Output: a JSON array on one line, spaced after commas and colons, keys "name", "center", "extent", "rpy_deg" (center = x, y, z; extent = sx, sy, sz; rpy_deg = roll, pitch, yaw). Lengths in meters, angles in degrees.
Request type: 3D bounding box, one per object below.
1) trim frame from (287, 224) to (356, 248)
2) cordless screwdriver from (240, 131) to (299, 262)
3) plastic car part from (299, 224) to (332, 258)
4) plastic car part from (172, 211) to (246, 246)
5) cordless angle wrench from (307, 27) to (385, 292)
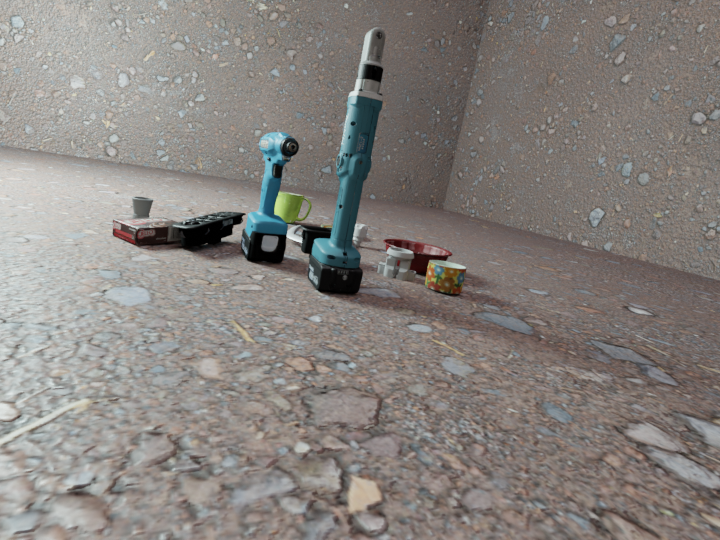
[{"name": "trim frame", "center": [-0.101, -0.085, 1.114], "extent": [0.184, 0.027, 0.251], "rpy_deg": [9, 13, -2]}, {"name": "cordless screwdriver", "center": [-0.167, -0.137, 0.807], "extent": [0.071, 0.246, 0.167], "rpy_deg": [5, 13, -26]}, {"name": "plastic car part", "center": [-0.090, -0.059, 0.918], "extent": [0.111, 0.070, 0.070], "rpy_deg": [-2, 17, -44]}, {"name": "plastic car part", "center": [-0.318, -0.088, 0.884], "extent": [0.068, 0.066, 0.200], "rpy_deg": [13, 13, 11]}, {"name": "cordless angle wrench", "center": [-0.012, -0.174, 0.696], "extent": [0.072, 0.419, 0.102], "rpy_deg": [7, 12, -21]}]
